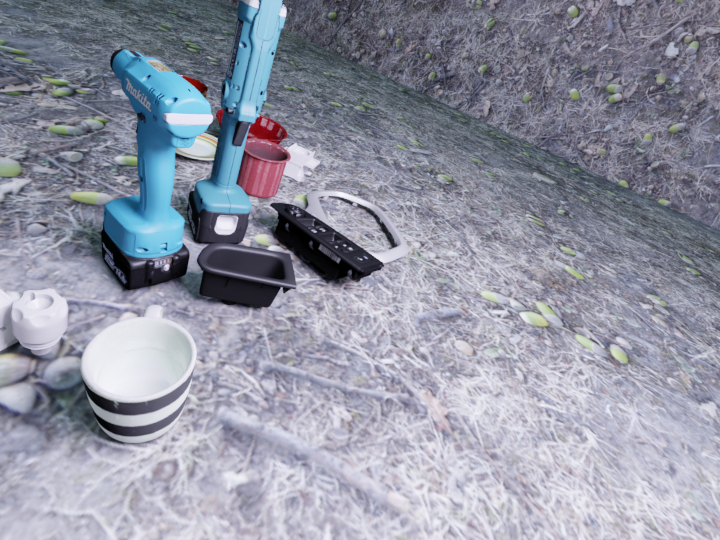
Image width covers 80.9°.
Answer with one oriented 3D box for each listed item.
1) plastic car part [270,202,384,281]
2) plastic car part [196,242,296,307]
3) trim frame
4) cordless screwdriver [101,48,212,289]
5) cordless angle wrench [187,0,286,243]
[{"bbox_3d":[-0.064,-0.042,0.651,0.213,0.066,0.064,40,35,26],"label":"plastic car part"},{"bbox_3d":[-0.146,0.012,0.519,0.113,0.070,0.069,8,35,-21],"label":"plastic car part"},{"bbox_3d":[-0.013,-0.087,0.784,0.177,0.027,0.261,4,36,-25],"label":"trim frame"},{"bbox_3d":[-0.247,-0.111,0.480,0.167,0.246,0.071,42,35,27],"label":"cordless screwdriver"},{"bbox_3d":[-0.150,-0.224,0.542,0.071,0.419,0.103,2,38,-33],"label":"cordless angle wrench"}]
